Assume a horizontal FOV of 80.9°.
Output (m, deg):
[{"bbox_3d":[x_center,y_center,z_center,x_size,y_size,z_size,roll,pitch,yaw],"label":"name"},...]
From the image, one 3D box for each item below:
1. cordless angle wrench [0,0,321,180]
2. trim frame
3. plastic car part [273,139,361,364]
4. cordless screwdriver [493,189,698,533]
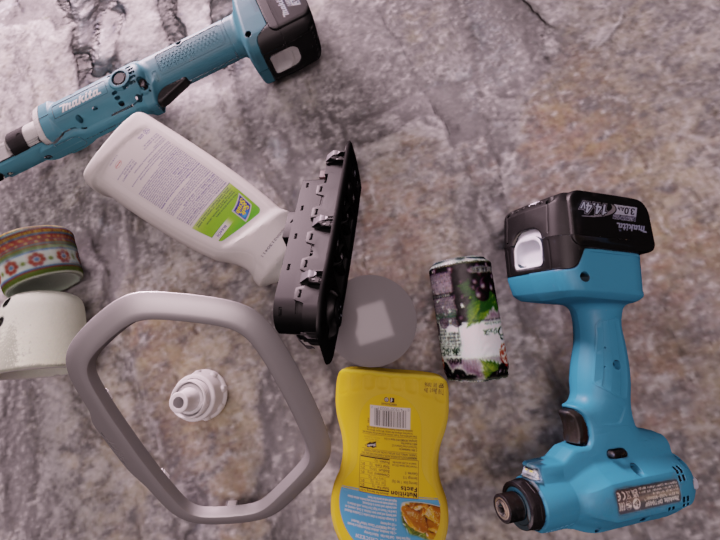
[{"bbox_3d":[-0.253,-0.201,0.477,0.425,0.072,0.100,-23,77,5],"label":"cordless angle wrench"},{"bbox_3d":[-0.130,0.122,0.350,0.185,0.028,0.240,-21,112,4],"label":"trim frame"},{"bbox_3d":[-0.036,-0.024,0.368,0.068,0.064,0.208,0,55,4],"label":"plastic car part"},{"bbox_3d":[0.164,0.065,0.333,0.155,0.075,0.252,-1,79,-18],"label":"cordless screwdriver"}]
